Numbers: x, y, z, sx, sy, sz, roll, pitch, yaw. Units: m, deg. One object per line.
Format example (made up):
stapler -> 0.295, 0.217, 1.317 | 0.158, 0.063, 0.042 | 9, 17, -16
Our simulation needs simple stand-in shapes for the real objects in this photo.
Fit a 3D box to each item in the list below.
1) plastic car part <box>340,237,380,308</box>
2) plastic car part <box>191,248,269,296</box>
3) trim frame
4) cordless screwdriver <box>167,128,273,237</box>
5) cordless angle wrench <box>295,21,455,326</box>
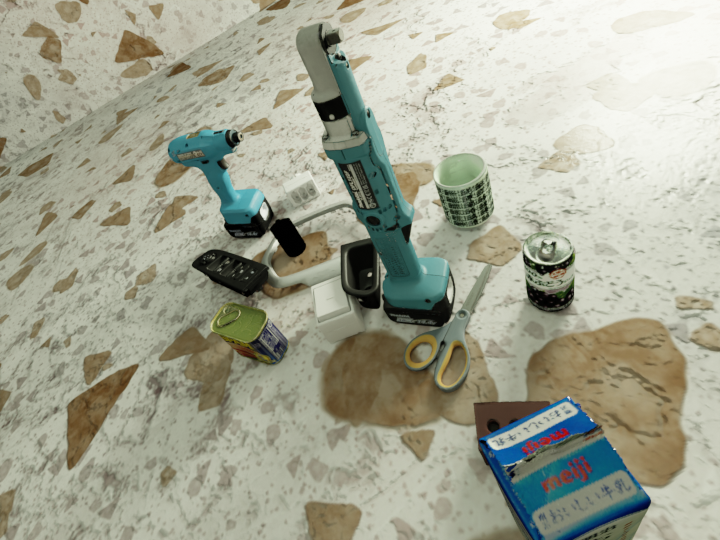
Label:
plastic car part -> 0.008, 0.014, 0.661 | 0.067, 0.067, 0.120 | -15, 46, 15
plastic car part -> -0.246, 0.005, 0.806 | 0.214, 0.063, 0.066 | 19, 62, 38
trim frame -> -0.077, -0.051, 0.793 | 0.251, 0.026, 0.192 | -21, 45, 10
cordless screwdriver -> -0.250, -0.172, 0.841 | 0.165, 0.236, 0.075 | -3, 50, 25
cordless angle wrench -> 0.024, -0.076, 0.492 | 0.102, 0.401, 0.075 | 2, 51, 28
